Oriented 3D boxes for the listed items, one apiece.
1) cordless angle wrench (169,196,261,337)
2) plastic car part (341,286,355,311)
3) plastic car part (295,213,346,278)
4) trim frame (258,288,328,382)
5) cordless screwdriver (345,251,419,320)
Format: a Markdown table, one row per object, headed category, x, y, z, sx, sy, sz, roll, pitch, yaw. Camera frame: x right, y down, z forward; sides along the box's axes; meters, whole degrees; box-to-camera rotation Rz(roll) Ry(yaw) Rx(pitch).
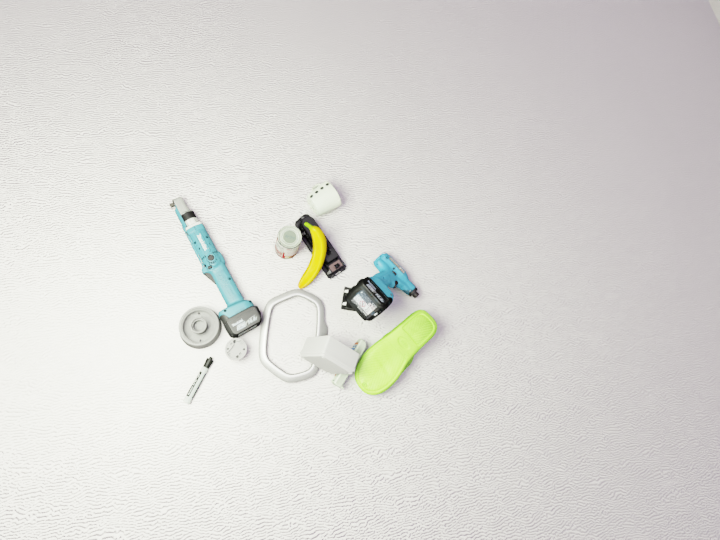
| category | x | y | z | sx | sy | sz | roll | pitch | yaw |
| --- | --- | --- | --- | --- | --- | --- | --- | --- | --- |
| cordless angle wrench | -0.402 | -0.024 | 1.139 | 0.096 | 0.074 | 0.432 | -28 | 77 | -19 |
| plastic car part | 0.012 | 0.082 | 1.175 | 0.116 | 0.070 | 0.067 | 11 | 74 | -5 |
| plastic car part | -0.118 | -0.077 | 1.211 | 0.066 | 0.066 | 0.207 | -33 | 78 | -12 |
| trim frame | -0.178 | 0.172 | 1.137 | 0.182 | 0.027 | 0.253 | 6 | 70 | -7 |
| cordless screwdriver | 0.071 | 0.054 | 1.137 | 0.160 | 0.075 | 0.245 | 44 | 32 | 2 |
